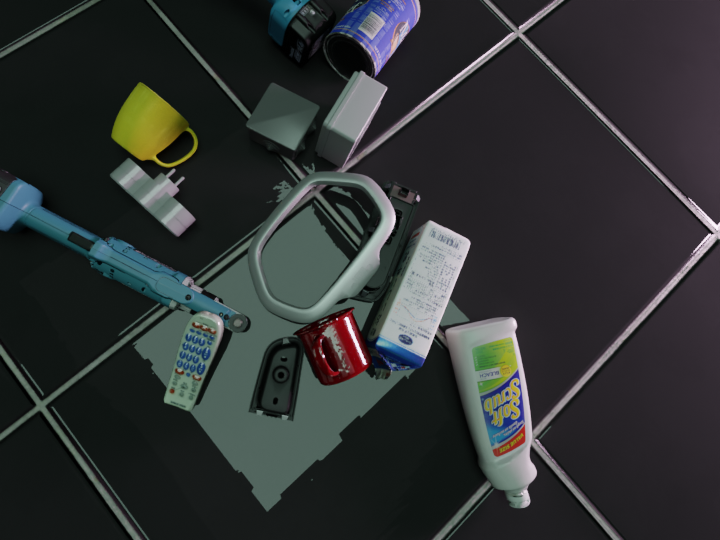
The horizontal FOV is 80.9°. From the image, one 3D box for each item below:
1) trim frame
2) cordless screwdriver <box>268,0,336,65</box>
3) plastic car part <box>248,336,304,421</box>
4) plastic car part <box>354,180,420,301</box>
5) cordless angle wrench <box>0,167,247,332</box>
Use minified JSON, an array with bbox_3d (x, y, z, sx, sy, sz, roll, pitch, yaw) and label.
[{"bbox_3d":[-0.062,-0.040,0.630,0.191,0.026,0.248,37,85,20],"label":"trim frame"},{"bbox_3d":[-0.162,-0.456,0.698,0.243,0.163,0.074,44,79,-13],"label":"cordless screwdriver"},{"bbox_3d":[-0.113,0.150,0.590,0.065,0.071,0.117,12,81,-7],"label":"plastic car part"},{"bbox_3d":[0.040,-0.047,0.653,0.065,0.068,0.203,24,79,-10],"label":"plastic car part"},{"bbox_3d":[-0.350,-0.017,0.601,0.420,0.098,0.074,28,77,-3],"label":"cordless angle wrench"}]
